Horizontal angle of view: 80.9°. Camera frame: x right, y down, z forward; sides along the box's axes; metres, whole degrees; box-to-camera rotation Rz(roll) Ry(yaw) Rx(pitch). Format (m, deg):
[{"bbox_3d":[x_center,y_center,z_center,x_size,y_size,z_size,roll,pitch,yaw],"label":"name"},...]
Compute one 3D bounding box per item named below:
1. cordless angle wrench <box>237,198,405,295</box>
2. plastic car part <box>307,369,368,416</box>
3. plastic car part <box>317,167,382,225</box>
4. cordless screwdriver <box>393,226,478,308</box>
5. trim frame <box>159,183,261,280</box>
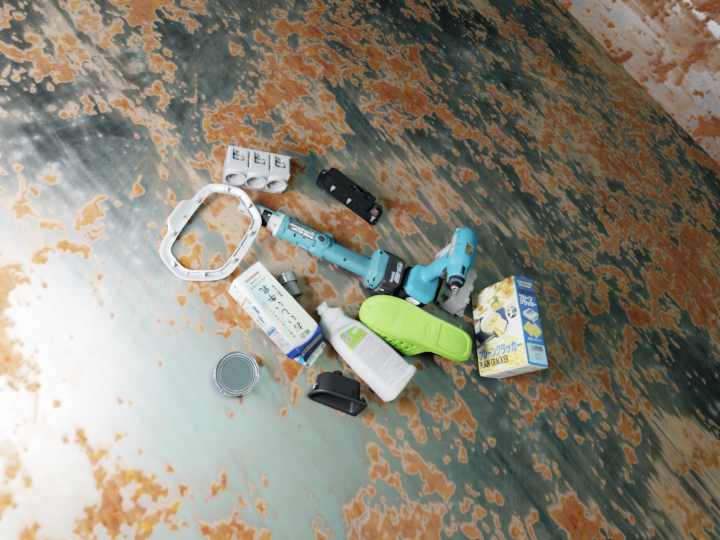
[{"bbox_3d":[-0.100,-0.065,1.018,0.418,0.074,0.099,25,57,-6],"label":"cordless angle wrench"},{"bbox_3d":[-0.046,0.248,0.888,0.115,0.066,0.072,25,43,-6],"label":"plastic car part"},{"bbox_3d":[-0.025,-0.206,1.126,0.203,0.067,0.066,34,64,0],"label":"plastic car part"},{"bbox_3d":[0.168,0.021,0.970,0.073,0.250,0.160,31,53,-11],"label":"cordless screwdriver"},{"bbox_3d":[-0.331,-0.089,0.938,0.185,0.027,0.249,27,68,3],"label":"trim frame"}]
